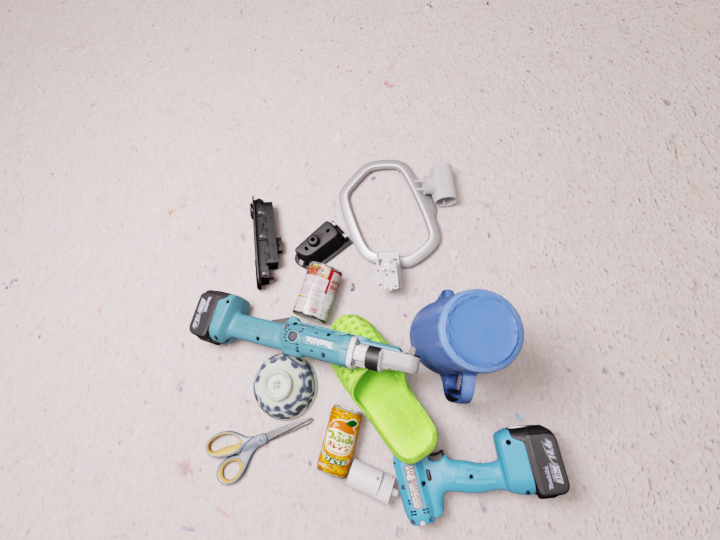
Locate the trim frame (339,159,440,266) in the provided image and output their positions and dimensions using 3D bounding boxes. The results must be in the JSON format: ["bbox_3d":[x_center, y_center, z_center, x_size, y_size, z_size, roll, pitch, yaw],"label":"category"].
[{"bbox_3d":[0.059,-0.120,0.863,0.185,0.026,0.257,-22,66,3],"label":"trim frame"}]

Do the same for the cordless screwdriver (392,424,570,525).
[{"bbox_3d":[0.175,0.291,0.670,0.252,0.071,0.164,-16,69,9],"label":"cordless screwdriver"}]

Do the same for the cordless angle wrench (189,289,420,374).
[{"bbox_3d":[-0.108,0.118,0.739,0.441,0.071,0.099,9,72,25],"label":"cordless angle wrench"}]

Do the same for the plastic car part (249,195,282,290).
[{"bbox_3d":[-0.197,-0.067,0.874,0.067,0.065,0.209,-11,69,-6],"label":"plastic car part"}]

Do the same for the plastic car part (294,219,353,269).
[{"bbox_3d":[-0.082,-0.054,0.843,0.116,0.068,0.068,-39,69,-8],"label":"plastic car part"}]
